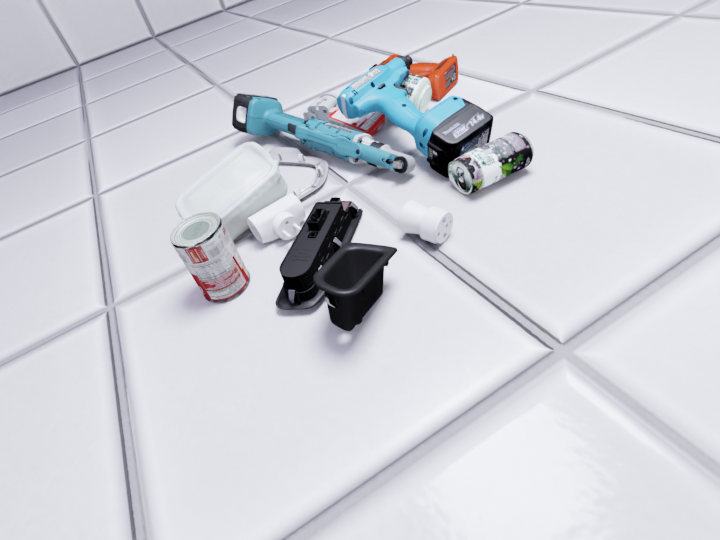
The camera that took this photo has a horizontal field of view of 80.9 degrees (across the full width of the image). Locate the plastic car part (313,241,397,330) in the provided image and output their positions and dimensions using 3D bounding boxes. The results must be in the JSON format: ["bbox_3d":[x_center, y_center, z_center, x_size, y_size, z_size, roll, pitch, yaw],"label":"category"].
[{"bbox_3d":[-0.008,0.022,0.465,0.069,0.069,0.115,6,31,24],"label":"plastic car part"}]

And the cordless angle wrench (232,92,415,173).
[{"bbox_3d":[-0.079,-0.248,0.771,0.447,0.073,0.094,30,30,35],"label":"cordless angle wrench"}]

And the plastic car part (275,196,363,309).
[{"bbox_3d":[-0.054,-0.035,0.553,0.068,0.064,0.205,7,50,15],"label":"plastic car part"}]

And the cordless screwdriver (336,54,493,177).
[{"bbox_3d":[0.098,-0.264,0.679,0.158,0.071,0.261,-41,60,-14],"label":"cordless screwdriver"}]

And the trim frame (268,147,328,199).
[{"bbox_3d":[-0.176,-0.165,0.756,0.260,0.026,0.184,7,47,28],"label":"trim frame"}]
